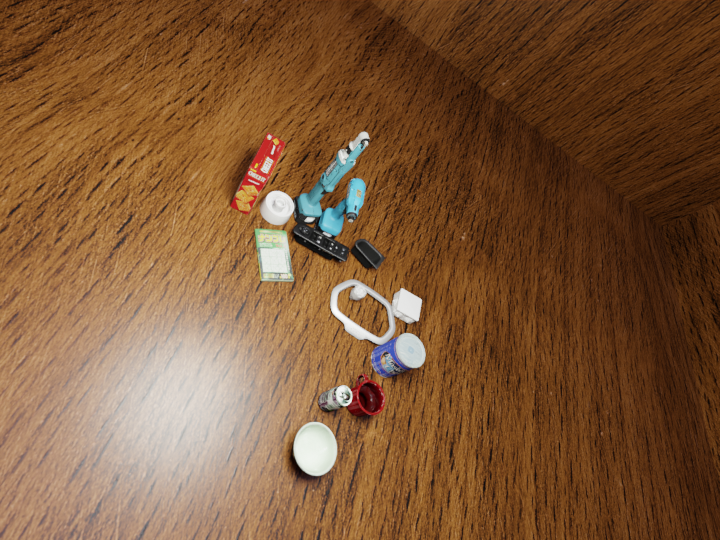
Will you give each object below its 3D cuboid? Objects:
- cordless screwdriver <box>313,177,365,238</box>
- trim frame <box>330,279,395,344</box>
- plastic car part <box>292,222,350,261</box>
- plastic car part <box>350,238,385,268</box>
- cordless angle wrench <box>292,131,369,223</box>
[{"bbox_3d":[-0.070,-0.172,1.367,0.072,0.252,0.162,24,54,-21],"label":"cordless screwdriver"},{"bbox_3d":[0.010,0.134,1.376,0.245,0.028,0.185,34,51,-8],"label":"trim frame"},{"bbox_3d":[-0.137,-0.089,1.398,0.199,0.068,0.067,32,52,-11],"label":"plastic car part"},{"bbox_3d":[0.015,-0.053,1.462,0.116,0.072,0.065,44,50,-2],"label":"plastic car part"},{"bbox_3d":[-0.093,-0.283,1.305,0.071,0.429,0.101,3,65,-32],"label":"cordless angle wrench"}]
